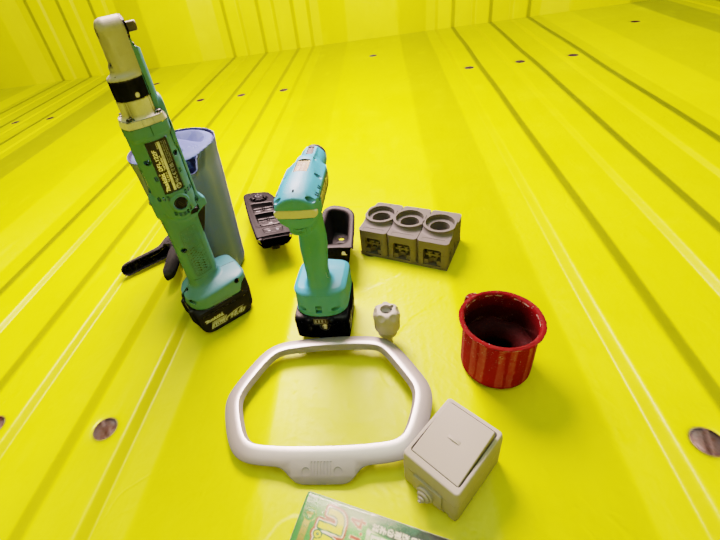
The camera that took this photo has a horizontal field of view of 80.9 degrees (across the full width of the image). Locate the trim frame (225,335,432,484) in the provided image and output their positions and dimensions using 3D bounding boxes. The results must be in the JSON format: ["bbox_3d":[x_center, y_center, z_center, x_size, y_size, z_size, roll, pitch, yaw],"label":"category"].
[{"bbox_3d":[-0.042,0.154,0.504,0.251,0.026,0.189,-5,39,6],"label":"trim frame"}]

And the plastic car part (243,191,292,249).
[{"bbox_3d":[-0.178,-0.094,0.805,0.065,0.064,0.214,-19,40,-12],"label":"plastic car part"}]

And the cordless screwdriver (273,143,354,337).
[{"bbox_3d":[-0.056,-0.036,0.570,0.075,0.239,0.163,-1,39,7],"label":"cordless screwdriver"}]

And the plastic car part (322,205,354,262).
[{"bbox_3d":[-0.038,-0.051,0.719,0.067,0.068,0.119,-2,39,8],"label":"plastic car part"}]

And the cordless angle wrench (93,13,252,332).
[{"bbox_3d":[-0.241,-0.096,0.551,0.096,0.407,0.079,-29,43,-26],"label":"cordless angle wrench"}]
